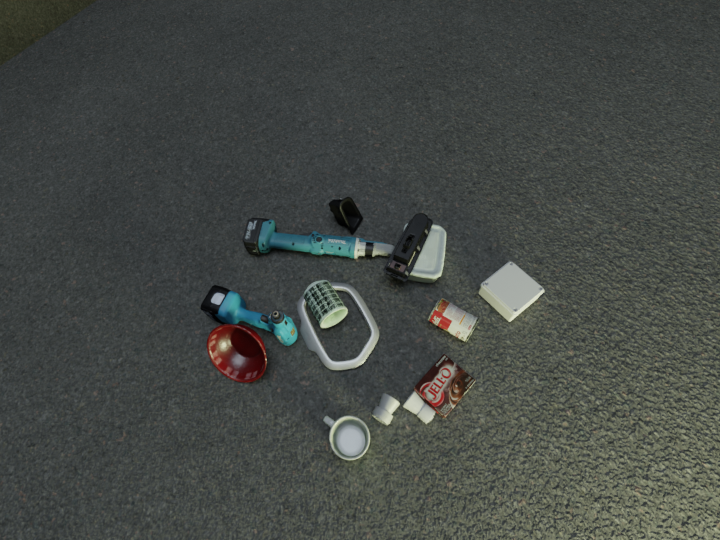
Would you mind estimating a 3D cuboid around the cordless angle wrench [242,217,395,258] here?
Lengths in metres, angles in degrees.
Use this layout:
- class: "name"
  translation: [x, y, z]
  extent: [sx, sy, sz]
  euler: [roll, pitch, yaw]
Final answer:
- class: "cordless angle wrench"
  translation: [-0.117, -0.076, 1.195]
  extent: [0.429, 0.072, 0.100]
  euler: [7, 62, 8]

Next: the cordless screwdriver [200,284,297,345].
- class: "cordless screwdriver"
  translation: [-0.281, 0.106, 1.058]
  extent: [0.257, 0.153, 0.075]
  euler: [18, 64, 17]

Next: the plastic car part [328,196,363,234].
- class: "plastic car part"
  translation: [-0.052, -0.170, 1.223]
  extent: [0.075, 0.110, 0.066]
  euler: [12, 59, 38]

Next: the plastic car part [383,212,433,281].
- class: "plastic car part"
  translation: [0.128, -0.075, 1.100]
  extent: [0.069, 0.064, 0.203]
  euler: [19, 62, 22]

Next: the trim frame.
- class: "trim frame"
  translation: [-0.063, 0.136, 1.089]
  extent: [0.182, 0.026, 0.259]
  euler: [-26, 62, -9]
